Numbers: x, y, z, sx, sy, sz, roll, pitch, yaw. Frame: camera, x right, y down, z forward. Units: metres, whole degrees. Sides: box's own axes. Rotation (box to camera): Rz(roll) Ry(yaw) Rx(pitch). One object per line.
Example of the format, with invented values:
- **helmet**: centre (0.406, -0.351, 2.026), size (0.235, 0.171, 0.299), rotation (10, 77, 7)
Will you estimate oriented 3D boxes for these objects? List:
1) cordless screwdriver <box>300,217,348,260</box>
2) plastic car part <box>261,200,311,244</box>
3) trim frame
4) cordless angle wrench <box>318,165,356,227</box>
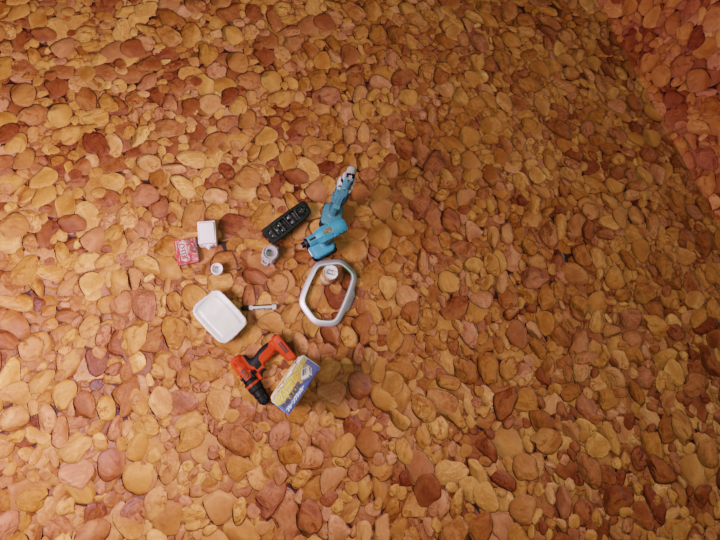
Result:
- **cordless screwdriver**: centre (-0.139, -0.091, 1.418), size (0.157, 0.249, 0.075), rotation (-29, 85, -17)
- **plastic car part**: centre (-0.262, -0.170, 1.520), size (0.201, 0.067, 0.067), rotation (-42, 86, -17)
- **trim frame**: centre (-0.110, 0.075, 1.489), size (0.184, 0.027, 0.250), rotation (22, 72, -1)
- **cordless angle wrench**: centre (-0.068, -0.237, 1.379), size (0.073, 0.423, 0.099), rotation (16, 74, -9)
